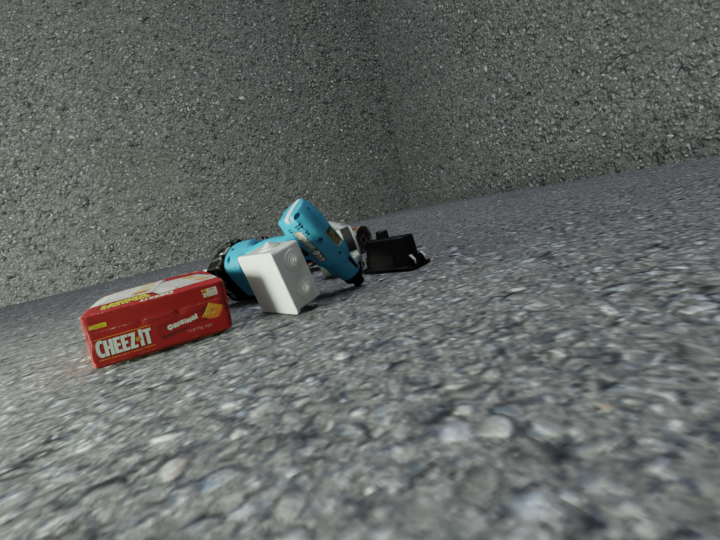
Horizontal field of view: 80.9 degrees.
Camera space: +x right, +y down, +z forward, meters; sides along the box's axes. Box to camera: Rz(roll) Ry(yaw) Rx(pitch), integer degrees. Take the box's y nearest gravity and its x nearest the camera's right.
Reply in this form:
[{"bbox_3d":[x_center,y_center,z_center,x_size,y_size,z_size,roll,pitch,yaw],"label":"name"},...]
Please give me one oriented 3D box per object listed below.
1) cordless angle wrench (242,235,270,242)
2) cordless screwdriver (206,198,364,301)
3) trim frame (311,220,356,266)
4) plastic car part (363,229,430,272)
[{"bbox_3d":[-0.270,-0.039,1.195,0.074,0.098,0.427,-13,4,-7],"label":"cordless angle wrench"},{"bbox_3d":[-0.124,-0.008,0.681,0.257,0.153,0.075,-20,32,39],"label":"cordless screwdriver"},{"bbox_3d":[-0.105,-0.069,1.072,0.183,0.026,0.260,-38,26,-12],"label":"trim frame"},{"bbox_3d":[0.049,-0.035,0.727,0.122,0.070,0.063,-3,9,39],"label":"plastic car part"}]
